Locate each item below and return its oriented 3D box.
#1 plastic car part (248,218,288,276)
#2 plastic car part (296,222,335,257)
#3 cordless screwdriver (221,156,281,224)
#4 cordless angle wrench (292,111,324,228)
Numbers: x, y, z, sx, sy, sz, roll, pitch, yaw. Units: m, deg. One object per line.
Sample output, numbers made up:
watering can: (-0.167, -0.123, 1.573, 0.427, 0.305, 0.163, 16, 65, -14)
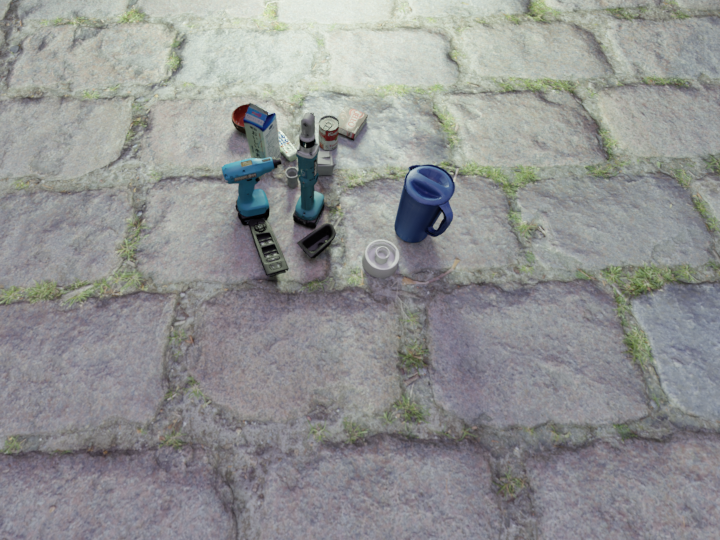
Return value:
plastic car part: (-0.272, -0.066, 1.237, 0.065, 0.065, 0.211, -20, 65, -13)
plastic car part: (-0.122, -0.080, 1.244, 0.115, 0.069, 0.068, -38, 72, -19)
cordless screwdriver: (-0.301, -0.235, 1.225, 0.157, 0.243, 0.077, -16, 67, -12)
cordless angle wrench: (-0.141, -0.259, 1.144, 0.075, 0.414, 0.099, 21, 64, 4)
